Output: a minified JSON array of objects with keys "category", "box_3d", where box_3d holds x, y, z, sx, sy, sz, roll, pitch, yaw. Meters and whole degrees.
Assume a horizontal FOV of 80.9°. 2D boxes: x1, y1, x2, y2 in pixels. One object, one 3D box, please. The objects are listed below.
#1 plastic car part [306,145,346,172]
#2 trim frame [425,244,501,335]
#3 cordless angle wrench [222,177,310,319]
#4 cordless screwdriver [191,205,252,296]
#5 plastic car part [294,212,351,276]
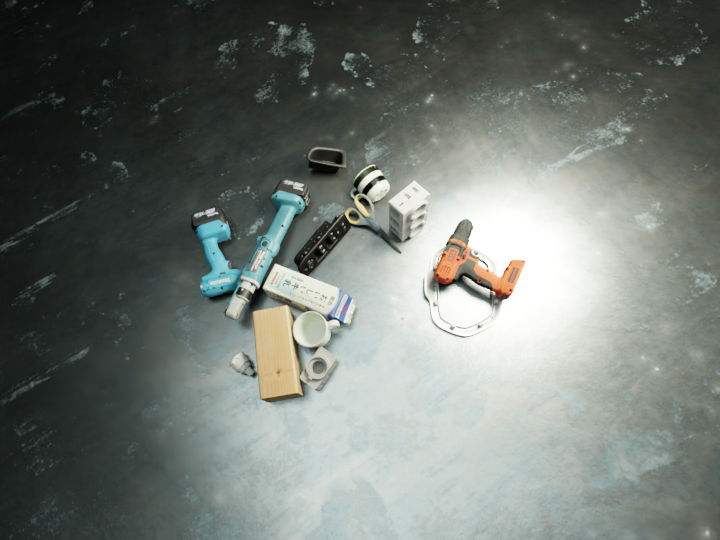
[{"category":"plastic car part","box_3d":[-0.105,-0.323,1.256,0.115,0.070,0.067,5,66,-8]},{"category":"trim frame","box_3d":[0.256,0.040,1.064,0.187,0.026,0.253,1,68,10]},{"category":"cordless angle wrench","box_3d":[-0.254,-0.061,1.141,0.101,0.072,0.426,15,65,13]},{"category":"cordless screwdriver","box_3d":[-0.381,-0.057,1.181,0.157,0.073,0.256,-15,68,-9]},{"category":"plastic car part","box_3d":[-0.113,-0.074,1.152,0.070,0.063,0.202,28,73,27]}]
